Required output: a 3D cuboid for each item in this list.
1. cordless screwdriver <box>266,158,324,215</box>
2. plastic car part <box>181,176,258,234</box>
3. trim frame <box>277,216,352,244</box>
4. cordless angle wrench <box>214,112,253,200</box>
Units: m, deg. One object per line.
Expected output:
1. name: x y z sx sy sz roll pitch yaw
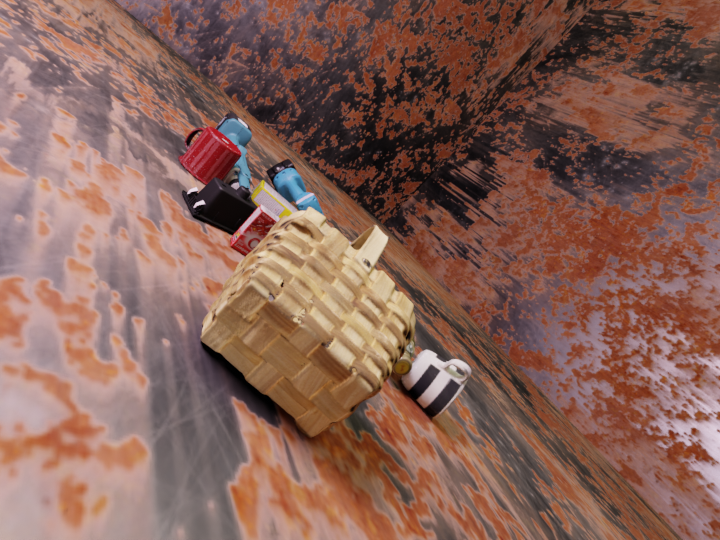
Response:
1. cordless screwdriver: -0.160 -0.183 1.127 0.263 0.074 0.151 52 -11 43
2. plastic car part: -0.206 -0.104 0.660 0.110 0.071 0.069 25 22 -51
3. trim frame: -0.080 -0.052 0.819 0.176 0.027 0.262 -10 36 -46
4. cordless angle wrench: -0.277 -0.239 0.930 0.070 0.098 0.443 36 16 -35
